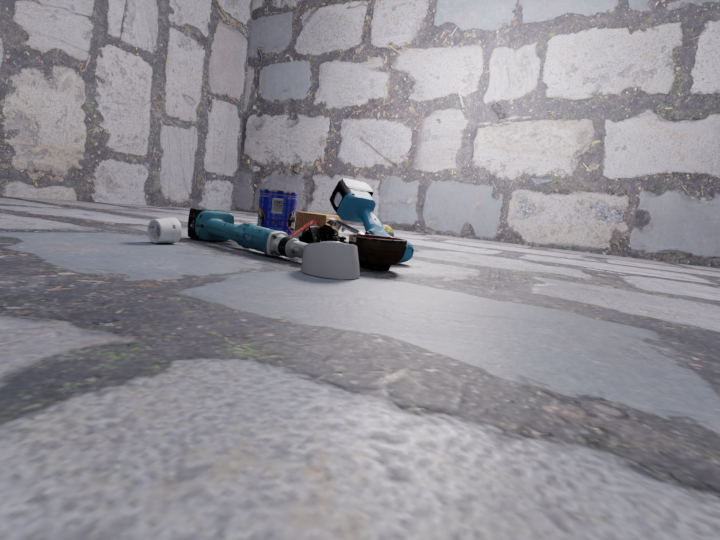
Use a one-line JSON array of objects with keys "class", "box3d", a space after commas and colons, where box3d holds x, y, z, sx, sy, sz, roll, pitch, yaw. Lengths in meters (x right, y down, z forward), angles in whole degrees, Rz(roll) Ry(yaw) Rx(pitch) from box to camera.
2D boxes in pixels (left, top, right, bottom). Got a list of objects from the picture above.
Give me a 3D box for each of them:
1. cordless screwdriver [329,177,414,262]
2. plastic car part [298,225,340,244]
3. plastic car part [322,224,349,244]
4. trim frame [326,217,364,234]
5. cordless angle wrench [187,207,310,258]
[{"class": "cordless screwdriver", "box3d": [0.001, -0.113, 0.979, 0.152, 0.074, 0.261, 0, 43, -36]}, {"class": "plastic car part", "box3d": [-0.096, -0.063, 0.979, 0.069, 0.066, 0.197, -18, 0, 20]}, {"class": "plastic car part", "box3d": [-0.068, -0.080, 1.134, 0.073, 0.066, 0.114, 23, 7, 12]}, {"class": "trim frame", "box3d": [-0.003, -0.091, 1.123, 0.191, 0.027, 0.240, 29, 5, 17]}, {"class": "cordless angle wrench", "box3d": [-0.243, -0.076, 0.924, 0.447, 0.074, 0.093, 16, 12, 42]}]
